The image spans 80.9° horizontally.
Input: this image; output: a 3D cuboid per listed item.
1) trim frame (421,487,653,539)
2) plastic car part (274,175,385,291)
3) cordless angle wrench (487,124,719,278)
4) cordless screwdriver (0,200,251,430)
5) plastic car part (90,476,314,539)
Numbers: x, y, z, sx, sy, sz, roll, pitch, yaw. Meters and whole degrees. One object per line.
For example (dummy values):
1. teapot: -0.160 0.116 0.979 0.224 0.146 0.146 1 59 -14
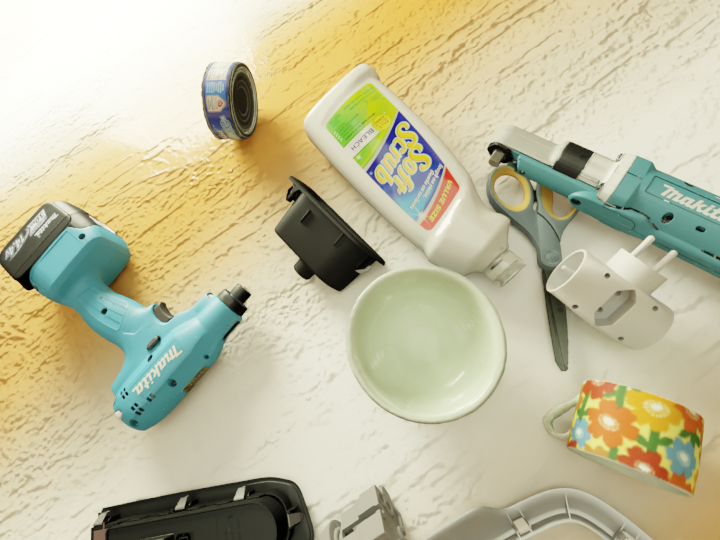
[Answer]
1. trim frame: 0.113 0.269 0.290 0.249 0.026 0.191 -32 66 2
2. plastic car part: -0.041 -0.027 0.420 0.071 0.063 0.121 -44 71 10
3. cordless angle wrench: 0.299 -0.013 0.323 0.440 0.071 0.098 34 81 21
4. cordless screwdriver: -0.240 0.017 0.438 0.257 0.072 0.159 38 82 18
5. plastic car part: -0.141 0.218 0.349 0.204 0.064 0.068 -13 62 4
